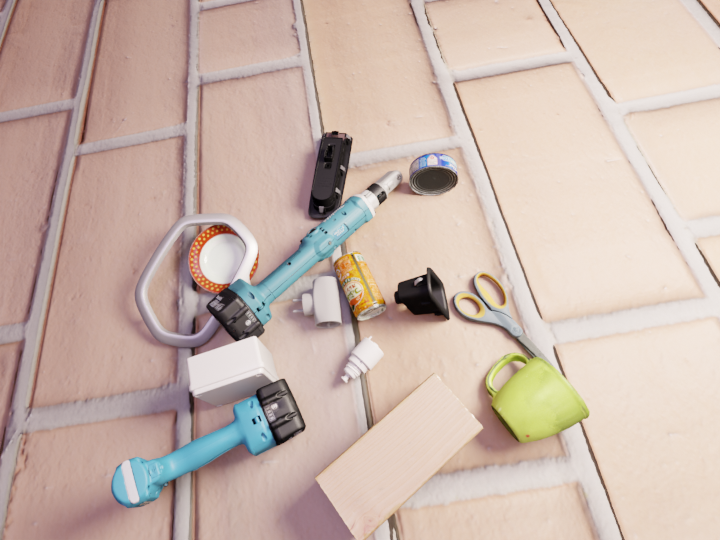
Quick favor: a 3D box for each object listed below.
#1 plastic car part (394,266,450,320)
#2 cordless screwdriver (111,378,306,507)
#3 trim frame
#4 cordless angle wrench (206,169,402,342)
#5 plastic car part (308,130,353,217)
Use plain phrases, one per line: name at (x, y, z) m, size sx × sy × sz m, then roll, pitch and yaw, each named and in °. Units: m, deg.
plastic car part at (0.091, 0.038, 0.663) m, size 0.073 × 0.110 × 0.068 m, roll -16°, pitch 63°, yaw 23°
cordless screwdriver at (-0.204, 0.249, 0.595) m, size 0.243 × 0.157 × 0.077 m, roll -22°, pitch 69°, yaw -21°
trim frame at (-0.285, 0.012, 0.739) m, size 0.187 × 0.027 × 0.249 m, roll 25°, pitch 78°, yaw 8°
cordless angle wrench at (-0.072, -0.047, 0.732) m, size 0.419 × 0.072 × 0.102 m, roll -43°, pitch 25°, yaw -18°
plastic car part at (-0.058, -0.195, 0.817) m, size 0.067 × 0.066 × 0.206 m, roll 8°, pitch 68°, yaw 1°
